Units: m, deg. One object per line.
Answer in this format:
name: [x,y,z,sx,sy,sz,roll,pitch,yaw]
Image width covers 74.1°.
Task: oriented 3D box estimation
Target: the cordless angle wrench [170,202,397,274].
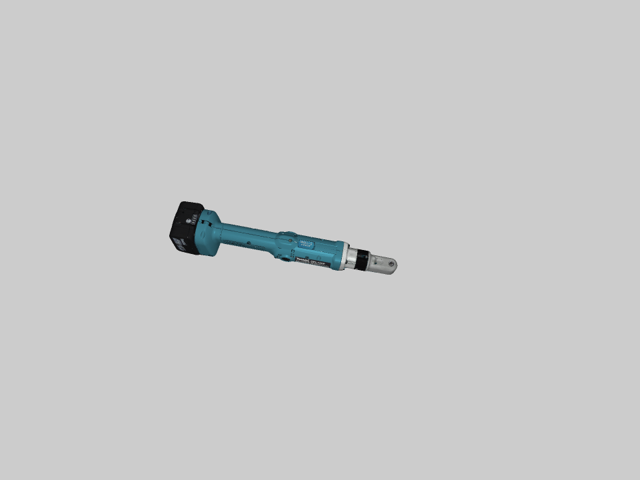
cordless angle wrench: [-0.063,0.013,0.807,0.423,0.074,0.098,11,-24,-1]
